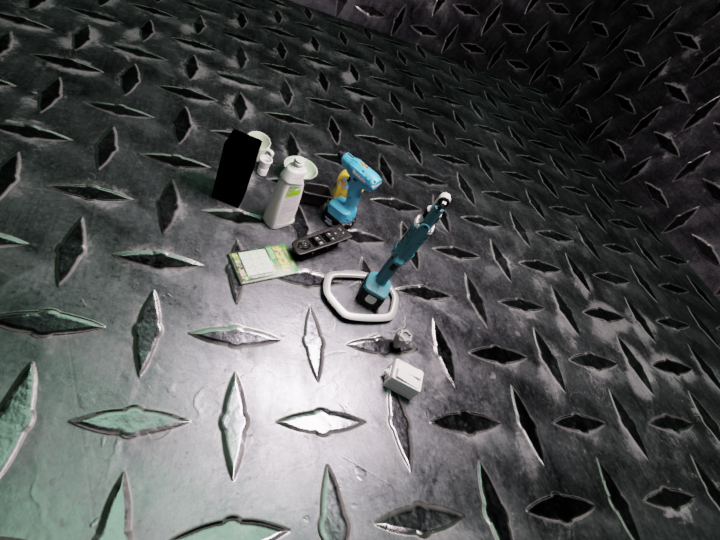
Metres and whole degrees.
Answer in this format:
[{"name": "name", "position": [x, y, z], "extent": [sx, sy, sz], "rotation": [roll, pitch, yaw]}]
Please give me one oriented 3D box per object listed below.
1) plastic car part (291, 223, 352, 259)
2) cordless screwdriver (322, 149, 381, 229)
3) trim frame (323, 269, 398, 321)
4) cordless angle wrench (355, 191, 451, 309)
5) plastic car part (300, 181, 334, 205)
[{"name": "plastic car part", "position": [-0.125, -0.082, 1.275], "extent": [0.196, 0.067, 0.069], "rotation": [-21, 64, -38]}, {"name": "cordless screwdriver", "position": [-0.048, -0.246, 1.330], "extent": [0.164, 0.248, 0.072], "rotation": [46, 45, 13]}, {"name": "trim frame", "position": [0.004, 0.069, 1.230], "extent": [0.239, 0.027, 0.192], "rotation": [2, 50, -24]}, {"name": "cordless angle wrench", "position": [0.112, -0.048, 1.107], "extent": [0.074, 0.422, 0.098], "rotation": [31, 44, -4]}, {"name": "plastic car part", "position": [-0.156, -0.250, 1.408], "extent": [0.112, 0.071, 0.069], "rotation": [4, 51, -25]}]
